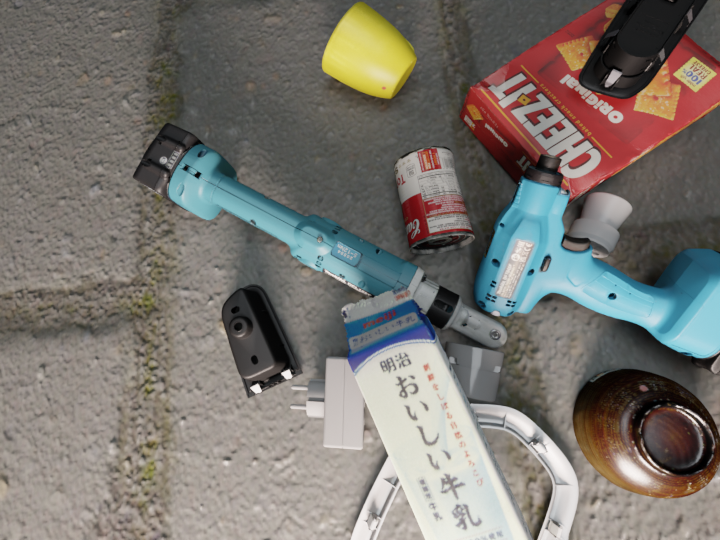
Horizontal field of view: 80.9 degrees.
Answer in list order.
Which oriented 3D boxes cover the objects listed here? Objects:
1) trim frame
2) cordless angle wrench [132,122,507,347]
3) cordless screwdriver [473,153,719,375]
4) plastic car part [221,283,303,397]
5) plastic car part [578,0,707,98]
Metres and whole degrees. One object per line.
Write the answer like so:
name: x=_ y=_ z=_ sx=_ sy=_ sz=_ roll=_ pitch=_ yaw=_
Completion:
trim frame: x=0.099 y=0.247 z=0.396 sx=0.189 sy=0.027 sz=0.248 roll=28 pitch=79 yaw=12
cordless angle wrench: x=-0.045 y=-0.029 z=0.458 sx=0.431 sy=0.096 sz=0.074 roll=28 pitch=84 yaw=10
cordless screwdriver: x=0.249 y=-0.005 z=0.387 sx=0.254 sy=0.074 sz=0.156 roll=17 pitch=115 yaw=11
plastic car part: x=-0.117 y=0.069 z=0.448 sx=0.066 sy=0.069 sz=0.119 roll=-25 pitch=78 yaw=-3
plastic car part: x=0.297 y=-0.255 z=0.415 sx=0.067 sy=0.066 sz=0.203 roll=36 pitch=85 yaw=6
